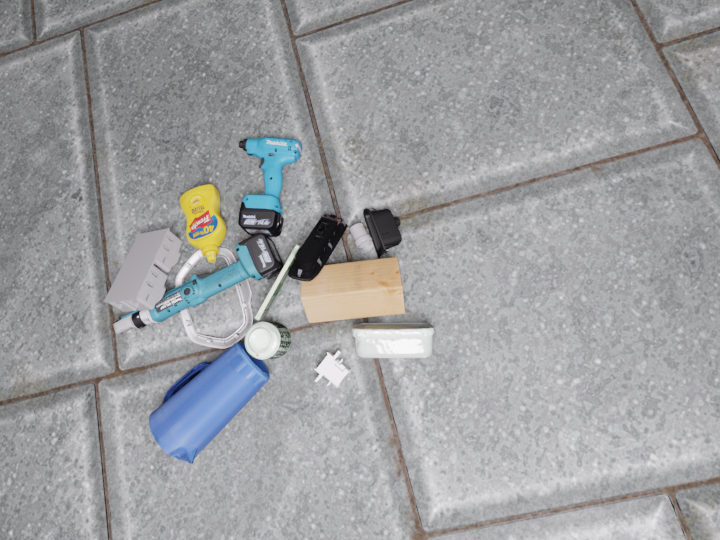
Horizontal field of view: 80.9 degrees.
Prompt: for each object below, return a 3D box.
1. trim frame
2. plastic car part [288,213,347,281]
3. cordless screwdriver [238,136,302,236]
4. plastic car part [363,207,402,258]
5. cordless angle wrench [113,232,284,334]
[{"bbox_3d":[-0.348,0.062,1.003,0.185,0.027,0.255,-21,73,3],"label":"trim frame"},{"bbox_3d":[-0.090,-0.059,0.922,0.067,0.066,0.204,22,54,6],"label":"plastic car part"},{"bbox_3d":[-0.242,-0.210,1.023,0.162,0.072,0.251,8,75,11],"label":"cordless screwdriver"},{"bbox_3d":[0.057,-0.096,0.956,0.070,0.065,0.119,-12,73,-11],"label":"plastic car part"},{"bbox_3d":[-0.383,0.049,0.969,0.425,0.072,0.100,-26,75,6],"label":"cordless angle wrench"}]
